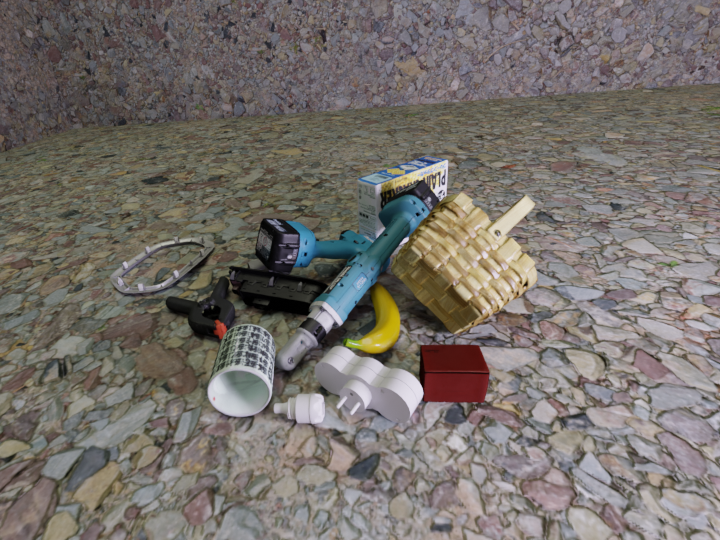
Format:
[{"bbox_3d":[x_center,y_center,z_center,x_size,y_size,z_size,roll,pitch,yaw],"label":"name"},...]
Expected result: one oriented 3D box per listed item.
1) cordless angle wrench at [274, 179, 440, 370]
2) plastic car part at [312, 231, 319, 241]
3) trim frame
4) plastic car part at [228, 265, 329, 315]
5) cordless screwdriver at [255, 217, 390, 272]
[{"bbox_3d":[0.003,0.000,0.703,0.101,0.072,0.419,-19,26,54],"label":"cordless angle wrench"},{"bbox_3d":[-0.127,-0.061,0.924,0.071,0.065,0.118,11,26,-2],"label":"plastic car part"},{"bbox_3d":[-0.431,-0.021,0.932,0.190,0.027,0.248,5,30,17],"label":"trim frame"},{"bbox_3d":[-0.146,0.039,0.742,0.209,0.064,0.067,5,40,18],"label":"plastic car part"},{"bbox_3d":[-0.081,-0.053,0.824,0.238,0.073,0.168,3,22,-30],"label":"cordless screwdriver"}]
